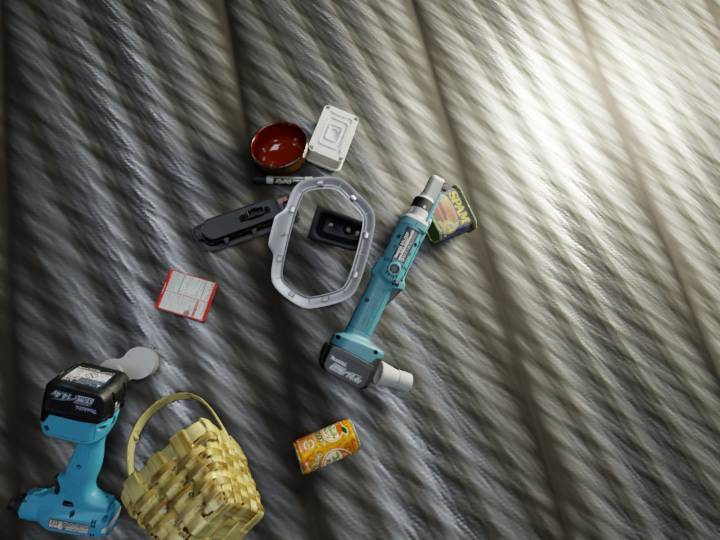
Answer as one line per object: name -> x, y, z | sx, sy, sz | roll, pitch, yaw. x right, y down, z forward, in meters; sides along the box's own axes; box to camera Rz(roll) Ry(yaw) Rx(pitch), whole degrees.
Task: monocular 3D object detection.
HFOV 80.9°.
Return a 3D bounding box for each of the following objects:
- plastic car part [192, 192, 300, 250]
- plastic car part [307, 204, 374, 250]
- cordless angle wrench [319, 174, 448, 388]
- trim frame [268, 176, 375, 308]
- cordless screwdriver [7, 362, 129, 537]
plastic car part -> -0.214, -0.092, 0.796 | 0.200, 0.068, 0.066 | -23, 89, -12
plastic car part -> -0.034, -0.079, 0.813 | 0.118, 0.071, 0.065 | 18, 100, 4
cordless angle wrench -> 0.056, 0.003, 0.782 | 0.097, 0.074, 0.424 | 28, 78, -4
trim frame -> -0.076, -0.050, 0.776 | 0.187, 0.027, 0.247 | 17, 97, 9
cordless screwdriver -> -0.432, 0.266, 0.622 | 0.159, 0.075, 0.247 | 9, 98, 0
